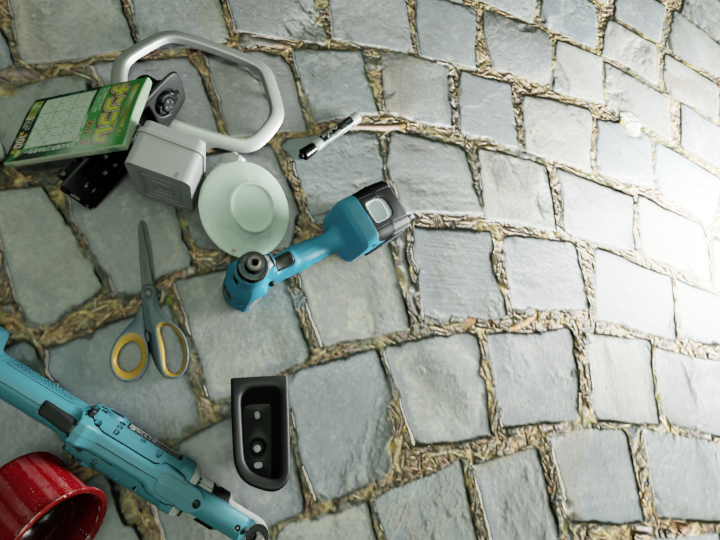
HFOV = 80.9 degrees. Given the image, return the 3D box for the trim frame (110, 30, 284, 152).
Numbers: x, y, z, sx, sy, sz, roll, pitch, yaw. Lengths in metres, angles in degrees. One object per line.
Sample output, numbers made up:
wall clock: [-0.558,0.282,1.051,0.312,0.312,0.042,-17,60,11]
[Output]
trim frame: [-0.232,-0.258,0.614,0.244,0.028,0.186,16,69,-10]

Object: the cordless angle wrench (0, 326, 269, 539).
cordless angle wrench: [-0.274,0.174,0.443,0.418,0.099,0.074,35,69,-6]

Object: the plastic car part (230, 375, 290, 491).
plastic car part: [-0.115,0.187,0.479,0.064,0.070,0.120,0,58,-16]

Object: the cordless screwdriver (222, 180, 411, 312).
cordless screwdriver: [-0.051,-0.033,0.517,0.244,0.161,0.075,-29,86,-23]

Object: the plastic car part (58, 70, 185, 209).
plastic car part: [-0.305,-0.177,0.541,0.070,0.064,0.202,35,77,18]
